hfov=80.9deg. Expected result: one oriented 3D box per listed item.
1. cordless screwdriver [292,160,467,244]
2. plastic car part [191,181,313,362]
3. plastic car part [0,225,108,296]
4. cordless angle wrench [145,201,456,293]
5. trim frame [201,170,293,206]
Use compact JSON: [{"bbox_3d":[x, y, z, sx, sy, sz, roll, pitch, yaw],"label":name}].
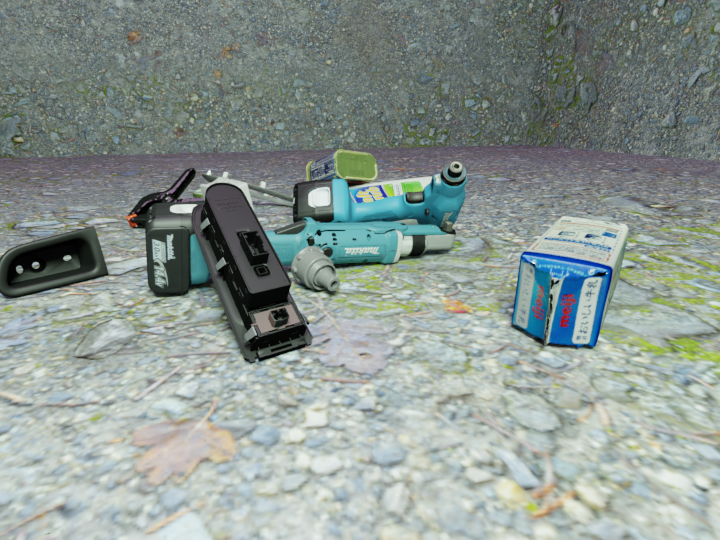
[{"bbox_3d":[0.025,-0.101,0.620,0.251,0.076,0.154,-3,-21,4],"label":"cordless screwdriver"},{"bbox_3d":[-0.114,-0.016,0.408,0.064,0.065,0.213,-17,51,-25],"label":"plastic car part"},{"bbox_3d":[-0.395,-0.009,0.534,0.113,0.065,0.074,-22,14,-41],"label":"plastic car part"},{"bbox_3d":[-0.055,-0.036,0.560,0.410,0.096,0.078,-3,26,-21],"label":"cordless angle wrench"},{"bbox_3d":[-0.210,-0.167,0.883,0.236,0.027,0.194,10,3,-38],"label":"trim frame"}]
